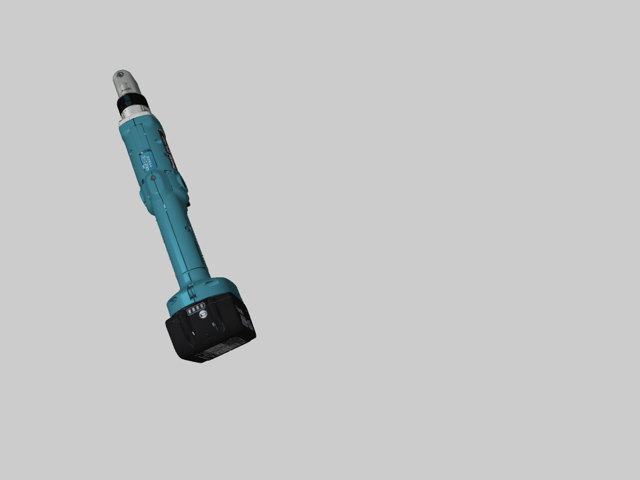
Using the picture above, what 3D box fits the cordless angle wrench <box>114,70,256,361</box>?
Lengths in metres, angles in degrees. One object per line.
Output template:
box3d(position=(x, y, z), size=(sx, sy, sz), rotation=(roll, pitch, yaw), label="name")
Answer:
box3d(position=(-0.197, -0.059, 0.537), size=(0.074, 0.422, 0.098), rotation=(-24, -20, -5), label="cordless angle wrench")
